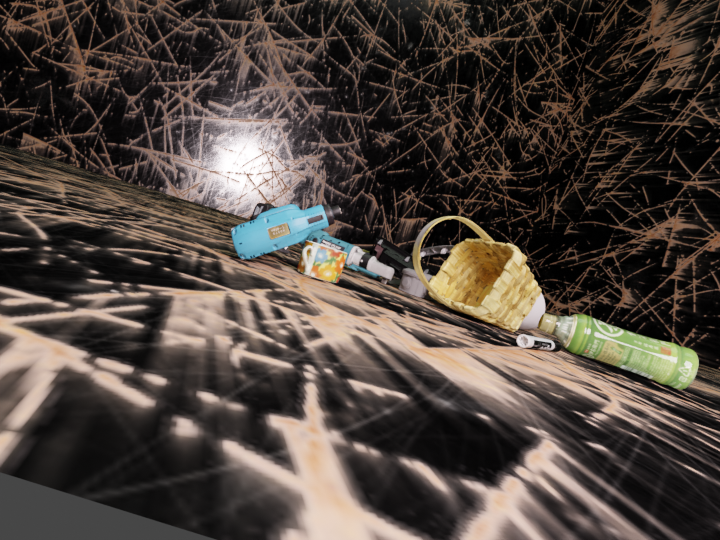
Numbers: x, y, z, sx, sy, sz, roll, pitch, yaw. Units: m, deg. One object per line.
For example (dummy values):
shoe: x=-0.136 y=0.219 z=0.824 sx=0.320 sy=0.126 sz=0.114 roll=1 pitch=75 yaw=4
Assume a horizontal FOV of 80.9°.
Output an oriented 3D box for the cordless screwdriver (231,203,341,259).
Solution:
cordless screwdriver: x=-0.119 y=-0.075 z=0.707 sx=0.159 sy=0.073 sz=0.253 roll=-19 pitch=10 yaw=-5

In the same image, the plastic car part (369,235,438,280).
plastic car part: x=0.109 y=-0.004 z=1.032 sx=0.209 sy=0.066 sz=0.065 roll=32 pitch=24 yaw=16

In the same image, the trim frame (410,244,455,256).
trim frame: x=0.218 y=0.014 z=1.008 sx=0.179 sy=0.027 sz=0.258 roll=51 pitch=-28 yaw=-17

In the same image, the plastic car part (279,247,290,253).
plastic car part: x=-0.198 y=-0.085 z=1.005 sx=0.064 sy=0.071 sz=0.121 roll=18 pitch=6 yaw=-20

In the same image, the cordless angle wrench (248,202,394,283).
cordless angle wrench: x=-0.104 y=-0.068 z=1.064 sx=0.445 sy=0.098 sz=0.071 roll=23 pitch=2 yaw=30
